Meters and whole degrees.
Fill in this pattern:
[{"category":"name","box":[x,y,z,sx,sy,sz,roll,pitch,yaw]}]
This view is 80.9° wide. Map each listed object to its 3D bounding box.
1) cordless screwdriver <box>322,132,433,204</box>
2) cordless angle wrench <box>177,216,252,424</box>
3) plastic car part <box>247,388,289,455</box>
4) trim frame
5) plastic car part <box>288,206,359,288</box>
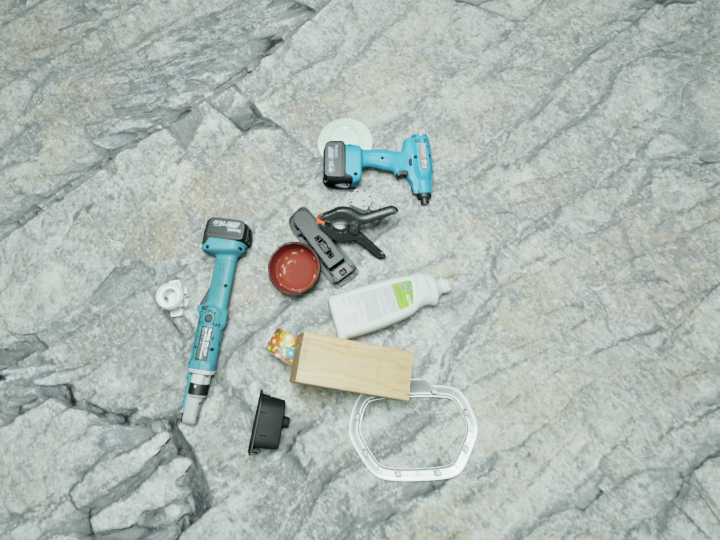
[{"category":"cordless screwdriver","box":[0.040,-0.220,0.950,0.247,0.074,0.160,-4,84,-4]},{"category":"cordless angle wrench","box":[-0.312,0.101,0.890,0.099,0.073,0.427,6,77,4]},{"category":"plastic car part","box":[-0.176,0.301,0.830,0.070,0.066,0.118,16,72,-10]},{"category":"trim frame","box":[0.102,0.307,0.821,0.250,0.027,0.187,-4,73,5]},{"category":"plastic car part","box":[-0.090,-0.059,0.924,0.066,0.065,0.209,-38,73,-1]}]
